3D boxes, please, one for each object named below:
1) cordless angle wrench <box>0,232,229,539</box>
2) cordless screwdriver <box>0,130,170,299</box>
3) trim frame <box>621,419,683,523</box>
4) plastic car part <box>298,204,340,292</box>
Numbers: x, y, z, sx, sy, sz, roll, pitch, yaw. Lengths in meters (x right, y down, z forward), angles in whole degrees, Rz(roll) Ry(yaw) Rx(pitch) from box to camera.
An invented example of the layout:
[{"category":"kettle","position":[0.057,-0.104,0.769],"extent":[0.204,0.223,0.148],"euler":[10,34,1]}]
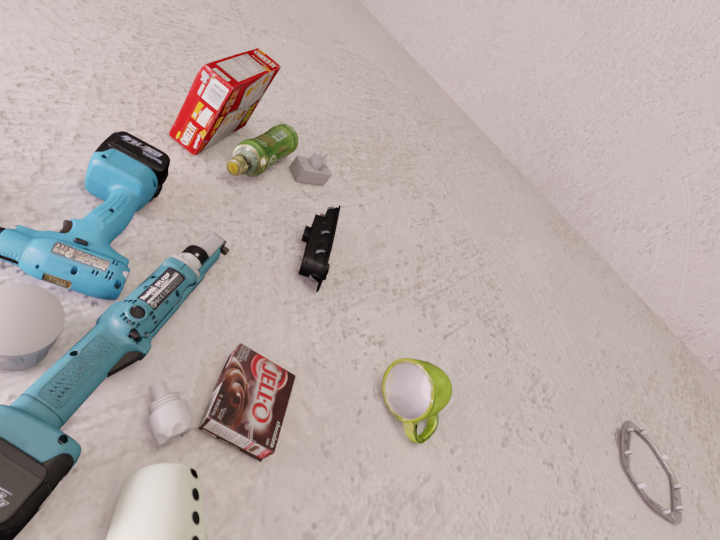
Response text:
[{"category":"cordless angle wrench","position":[-0.263,0.064,0.484],"extent":[0.096,0.075,0.427],"euler":[35,33,-11]},{"category":"cordless screwdriver","position":[-0.356,-0.088,0.555],"extent":[0.153,0.075,0.256],"euler":[23,43,-25]},{"category":"trim frame","position":[0.673,0.456,0.981],"extent":[0.189,0.028,0.240],"euler":[50,38,14]},{"category":"plastic car part","position":[-0.077,-0.050,0.785],"extent":[0.065,0.066,0.209],"euler":[19,40,-16]}]
